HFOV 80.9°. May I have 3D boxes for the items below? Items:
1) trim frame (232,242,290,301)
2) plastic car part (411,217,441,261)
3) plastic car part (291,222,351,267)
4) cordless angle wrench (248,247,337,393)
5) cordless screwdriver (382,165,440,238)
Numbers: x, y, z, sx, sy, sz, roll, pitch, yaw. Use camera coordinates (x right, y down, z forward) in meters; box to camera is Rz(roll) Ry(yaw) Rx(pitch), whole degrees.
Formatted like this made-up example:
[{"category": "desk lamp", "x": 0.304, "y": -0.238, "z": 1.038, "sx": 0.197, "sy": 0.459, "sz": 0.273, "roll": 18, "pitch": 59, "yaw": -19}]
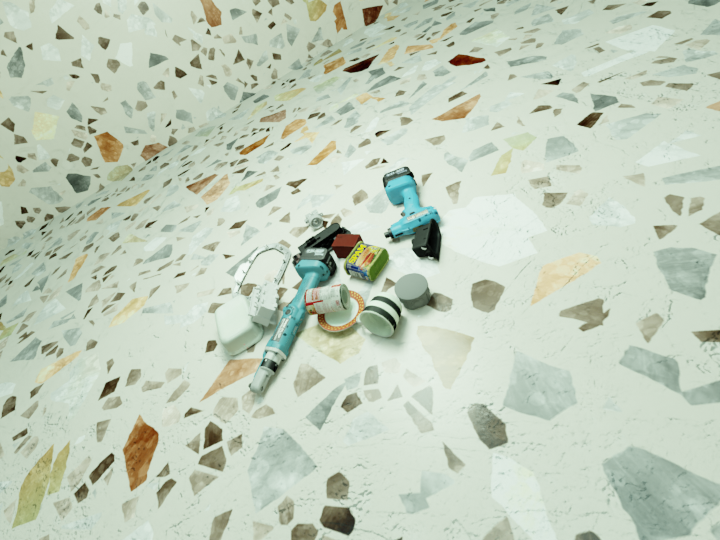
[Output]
[{"category": "trim frame", "x": -0.319, "y": 0.000, "z": 1.346, "sx": 0.191, "sy": 0.026, "sz": 0.252, "roll": -5, "pitch": 48, "yaw": 28}, {"category": "plastic car part", "x": 0.169, "y": -0.078, "z": 1.118, "sx": 0.073, "sy": 0.063, "sz": 0.118, "roll": -21, "pitch": 36, "yaw": 32}, {"category": "plastic car part", "x": -0.126, "y": -0.083, "z": 1.293, "sx": 0.202, "sy": 0.064, "sz": 0.070, "roll": -32, "pitch": 33, "yaw": -6}, {"category": "cordless angle wrench", "x": -0.180, "y": 0.122, "z": 1.110, "sx": 0.102, "sy": 0.070, "sz": 0.426, "roll": 0, "pitch": 51, "yaw": 30}, {"category": "cordless screwdriver", "x": 0.120, "y": -0.197, "z": 1.253, "sx": 0.161, "sy": 0.070, "sz": 0.259, "roll": -24, "pitch": 44, "yaw": 8}]
